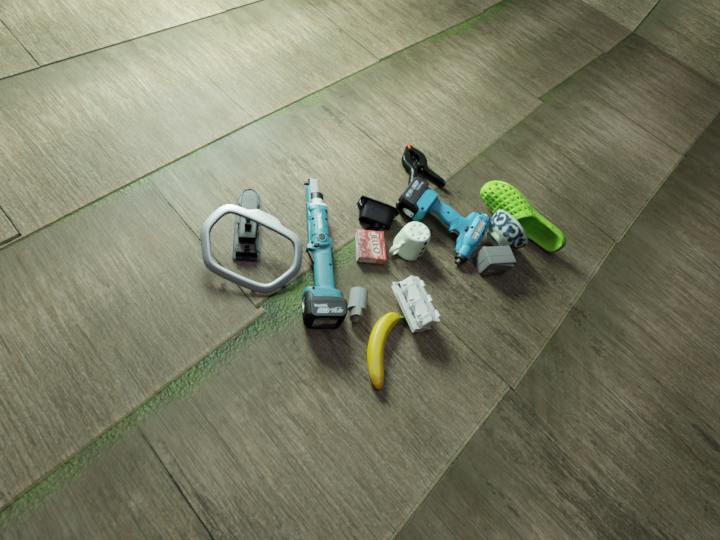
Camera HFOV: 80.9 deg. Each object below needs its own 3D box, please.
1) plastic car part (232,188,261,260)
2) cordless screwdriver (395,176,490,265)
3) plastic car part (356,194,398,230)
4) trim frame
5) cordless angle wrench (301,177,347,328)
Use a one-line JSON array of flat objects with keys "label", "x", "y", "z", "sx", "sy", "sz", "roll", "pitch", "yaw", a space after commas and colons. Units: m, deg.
[{"label": "plastic car part", "x": -0.282, "y": -0.125, "z": 1.053, "sx": 0.066, "sy": 0.065, "sz": 0.210, "roll": -1, "pitch": 57, "yaw": -8}, {"label": "cordless screwdriver", "x": 0.213, "y": -0.134, "z": 1.153, "sx": 0.252, "sy": 0.073, "sz": 0.159, "roll": 31, "pitch": 74, "yaw": 5}, {"label": "plastic car part", "x": 0.042, "y": -0.146, "z": 1.139, "sx": 0.116, "sy": 0.066, "sz": 0.071, "roll": 21, "pitch": 72, "yaw": -4}, {"label": "trim frame", "x": -0.254, "y": -0.053, "z": 0.991, "sx": 0.244, "sy": 0.028, "sz": 0.185, "roll": 24, "pitch": 79, "yaw": -9}, {"label": "cordless angle wrench", "x": -0.103, "y": -0.067, "z": 1.051, "sx": 0.096, "sy": 0.073, "sz": 0.437, "roll": 1, "pitch": 57, "yaw": -14}]
